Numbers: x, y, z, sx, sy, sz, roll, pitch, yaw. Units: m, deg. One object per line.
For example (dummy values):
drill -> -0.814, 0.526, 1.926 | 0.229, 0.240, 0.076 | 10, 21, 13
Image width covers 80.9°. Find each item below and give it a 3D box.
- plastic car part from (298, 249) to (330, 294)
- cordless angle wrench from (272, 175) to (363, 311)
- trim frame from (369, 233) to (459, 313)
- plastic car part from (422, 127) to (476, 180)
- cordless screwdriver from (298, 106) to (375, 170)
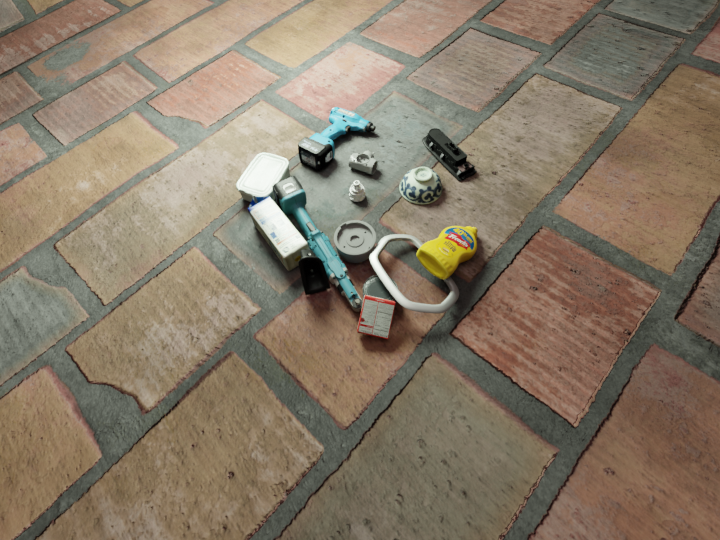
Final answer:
plastic car part -> -0.123, -0.008, 1.058 | 0.065, 0.112, 0.074 | -15, 35, -6
cordless angle wrench -> -0.108, -0.071, 1.108 | 0.073, 0.095, 0.441 | -27, 63, -12
trim frame -> 0.131, 0.004, 1.039 | 0.179, 0.027, 0.261 | -21, 56, -23
plastic car part -> 0.257, -0.355, 1.256 | 0.066, 0.064, 0.213 | -31, 57, -6
cordless screwdriver -> -0.074, -0.412, 1.322 | 0.165, 0.072, 0.248 | 25, 60, 19
